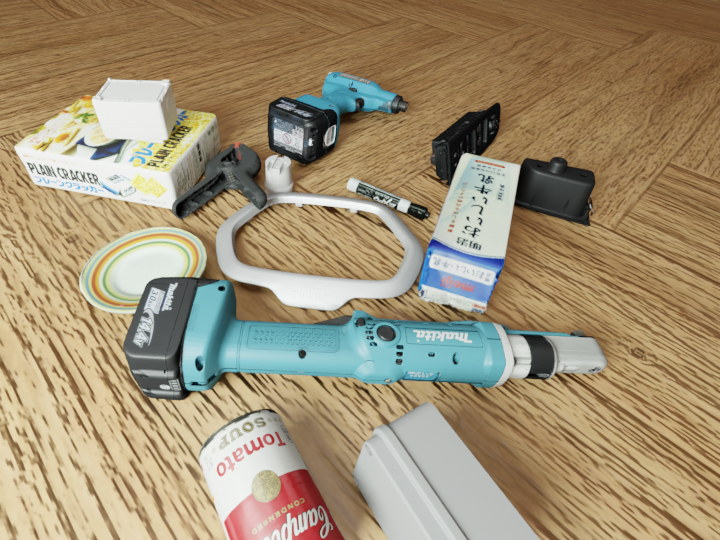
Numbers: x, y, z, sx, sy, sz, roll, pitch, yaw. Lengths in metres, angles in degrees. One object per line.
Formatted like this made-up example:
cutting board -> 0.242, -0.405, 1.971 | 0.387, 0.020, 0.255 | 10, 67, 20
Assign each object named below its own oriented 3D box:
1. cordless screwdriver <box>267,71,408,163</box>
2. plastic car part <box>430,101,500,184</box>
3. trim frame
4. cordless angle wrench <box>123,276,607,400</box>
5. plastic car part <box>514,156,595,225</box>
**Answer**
cordless screwdriver -> -0.033, -0.259, 0.698 | 0.165, 0.072, 0.247 | 22, 45, 16
plastic car part -> 0.164, -0.207, 0.670 | 0.071, 0.064, 0.200 | 12, 42, 43
trim frame -> -0.050, -0.033, 0.508 | 0.249, 0.027, 0.189 | 6, 45, 0
cordless angle wrench -> 0.017, 0.070, 0.385 | 0.421, 0.072, 0.101 | 3, 46, -3
plastic car part -> 0.265, -0.119, 0.577 | 0.119, 0.069, 0.066 | 20, 46, 11
